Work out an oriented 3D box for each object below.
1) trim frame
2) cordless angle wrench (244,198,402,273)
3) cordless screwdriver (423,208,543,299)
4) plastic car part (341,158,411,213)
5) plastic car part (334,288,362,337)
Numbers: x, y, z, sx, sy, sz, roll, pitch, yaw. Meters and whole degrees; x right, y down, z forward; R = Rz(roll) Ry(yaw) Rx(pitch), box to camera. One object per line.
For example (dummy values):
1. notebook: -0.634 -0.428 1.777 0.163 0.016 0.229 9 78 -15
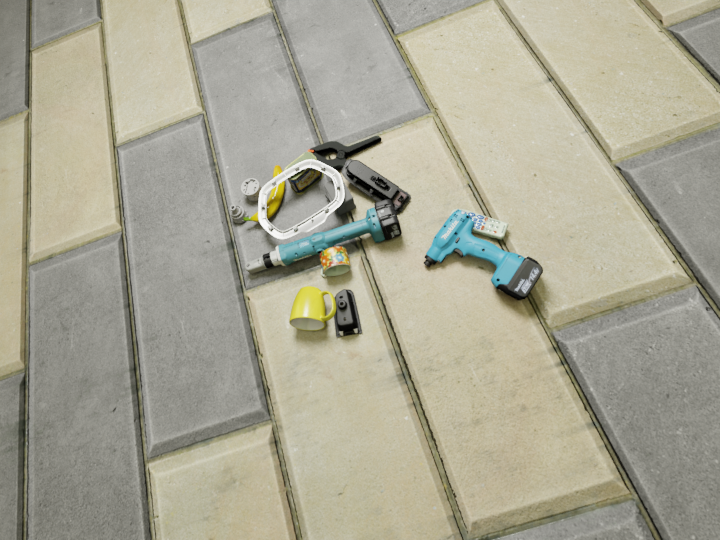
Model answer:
1. trim frame: -0.162 -0.190 1.121 0.249 0.027 0.188 -30 77 3
2. cordless angle wrench: -0.108 -0.071 1.106 0.427 0.094 0.077 -18 65 8
3. cordless screwdriver: 0.284 -0.018 1.003 0.260 0.071 0.159 39 99 23
4. plastic car part: 0.036 -0.234 1.131 0.208 0.065 0.066 34 88 11
5. plastic car part: -0.040 0.097 1.034 0.066 0.069 0.119 -11 71 4
